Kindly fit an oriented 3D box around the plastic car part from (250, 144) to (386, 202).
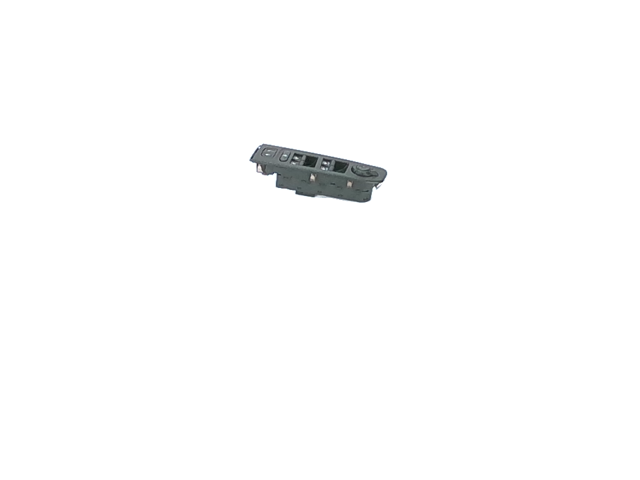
[{"bbox_3d":[-0.001,-0.096,0.645,0.203,0.067,0.066,6,27,1],"label":"plastic car part"}]
